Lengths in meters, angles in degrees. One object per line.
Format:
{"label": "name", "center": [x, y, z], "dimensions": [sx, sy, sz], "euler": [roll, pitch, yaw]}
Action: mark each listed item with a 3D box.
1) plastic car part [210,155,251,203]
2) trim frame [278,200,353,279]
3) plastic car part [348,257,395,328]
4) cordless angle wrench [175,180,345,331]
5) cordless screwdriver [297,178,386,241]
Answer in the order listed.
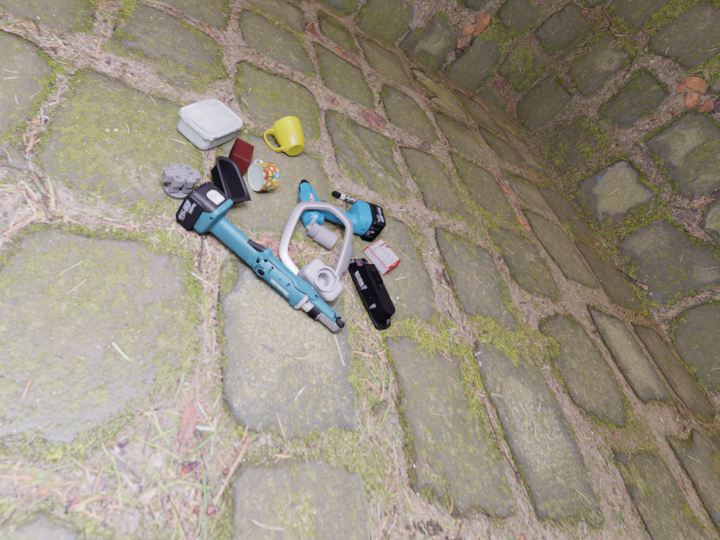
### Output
{"label": "plastic car part", "center": [-0.316, -0.202, 0.992], "dimensions": [0.063, 0.073, 0.118], "euler": [-15, 80, -48]}
{"label": "trim frame", "center": [-0.100, -0.065, 1.023], "dimensions": [0.179, 0.028, 0.252], "euler": [24, 55, -14]}
{"label": "plastic car part", "center": [0.034, 0.047, 1.045], "dimensions": [0.063, 0.068, 0.211], "euler": [11, 49, -43]}
{"label": "cordless angle wrench", "center": [-0.199, -0.013, 0.897], "dimensions": [0.419, 0.099, 0.074], "euler": [42, 38, -4]}
{"label": "cordless screwdriver", "center": [-0.058, -0.171, 1.173], "dimensions": [0.238, 0.074, 0.166], "euler": [9, 47, -28]}
